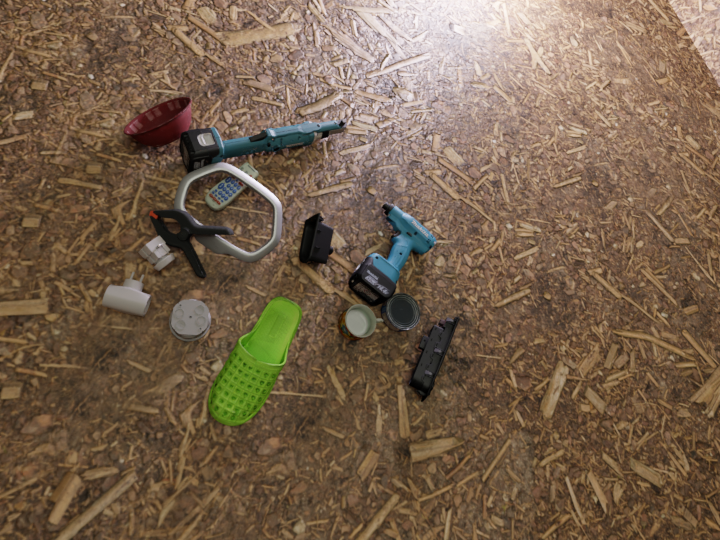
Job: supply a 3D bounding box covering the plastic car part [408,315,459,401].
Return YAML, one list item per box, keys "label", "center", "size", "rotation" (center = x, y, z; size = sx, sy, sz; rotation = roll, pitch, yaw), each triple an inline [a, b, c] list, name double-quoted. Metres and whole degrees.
- label: "plastic car part"
  center: [0.160, 0.189, 0.946]
  size: [0.067, 0.066, 0.204]
  rotation: [24, 64, 0]

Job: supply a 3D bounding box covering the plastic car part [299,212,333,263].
- label: "plastic car part"
  center: [-0.095, -0.062, 0.970]
  size: [0.068, 0.068, 0.118]
  rotation: [17, 69, -29]

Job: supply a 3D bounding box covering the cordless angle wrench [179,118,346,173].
- label: "cordless angle wrench"
  center: [-0.213, -0.315, 1.017]
  size: [0.411, 0.099, 0.076]
  rotation: [-21, 80, -28]

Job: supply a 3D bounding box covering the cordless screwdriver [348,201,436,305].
- label: "cordless screwdriver"
  center: [0.062, -0.047, 1.002]
  size: [0.160, 0.075, 0.246]
  rotation: [42, 60, 1]

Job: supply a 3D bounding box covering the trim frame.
- label: "trim frame"
  center: [-0.285, -0.127, 0.928]
  size: [0.242, 0.028, 0.184]
  rotation: [34, 74, -13]
